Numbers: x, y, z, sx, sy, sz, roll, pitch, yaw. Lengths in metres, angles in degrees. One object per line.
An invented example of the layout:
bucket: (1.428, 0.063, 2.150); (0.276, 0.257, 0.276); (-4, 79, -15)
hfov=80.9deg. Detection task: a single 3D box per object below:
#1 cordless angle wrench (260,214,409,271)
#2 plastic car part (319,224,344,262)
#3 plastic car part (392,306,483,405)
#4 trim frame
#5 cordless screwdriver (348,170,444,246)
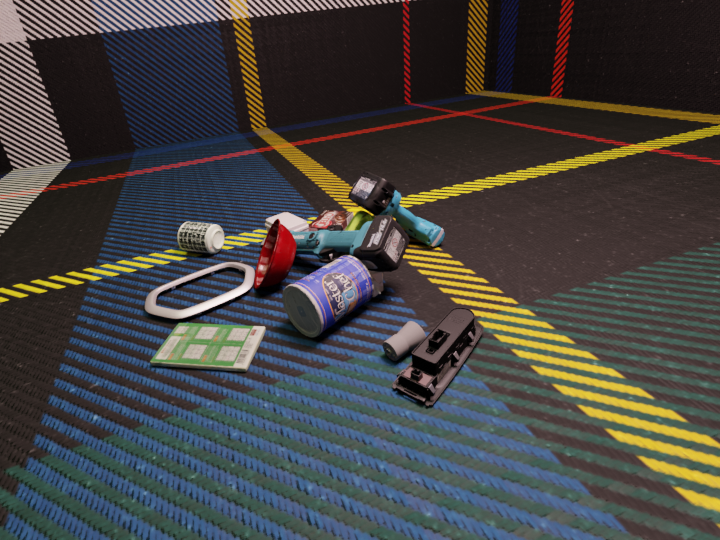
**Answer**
cordless angle wrench: (-0.093, -0.061, 0.946); (0.444, 0.070, 0.098); (4, 60, 45)
plastic car part: (-0.067, -0.076, 1.038); (0.067, 0.069, 0.117); (-2, 26, 11)
plastic car part: (0.128, 0.118, 0.663); (0.070, 0.065, 0.198); (9, 29, 39)
trim frame: (-0.350, 0.040, 0.938); (0.242, 0.027, 0.195); (-27, 36, -29)
cordless screwdriver: (0.076, -0.145, 1.008); (0.235, 0.074, 0.168); (29, 5, -36)
